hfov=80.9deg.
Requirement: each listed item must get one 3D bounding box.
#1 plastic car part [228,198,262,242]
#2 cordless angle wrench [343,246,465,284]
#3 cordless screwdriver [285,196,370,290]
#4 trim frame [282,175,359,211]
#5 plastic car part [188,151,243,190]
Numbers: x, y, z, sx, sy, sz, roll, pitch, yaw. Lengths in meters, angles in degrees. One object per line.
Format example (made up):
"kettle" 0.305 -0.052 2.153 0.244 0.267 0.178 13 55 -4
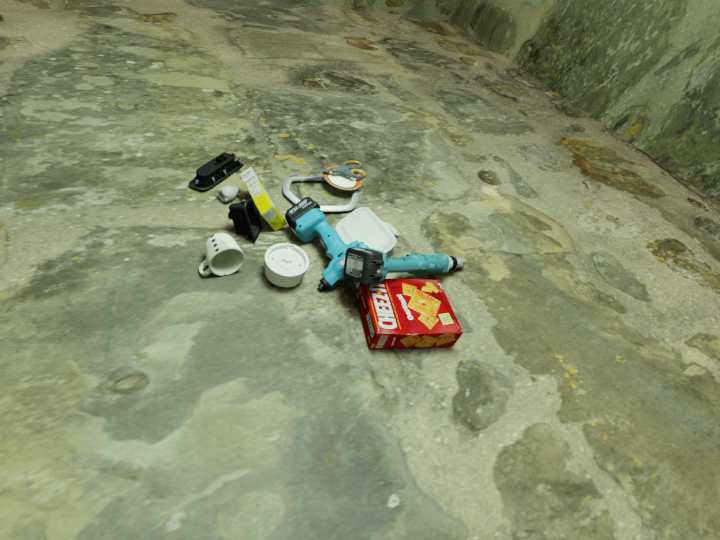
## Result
"plastic car part" -0.308 -0.137 1.102 0.073 0.112 0.067 1 43 13
"cordless angle wrench" 0.142 -0.017 1.087 0.403 0.074 0.103 -2 12 -40
"cordless screwdriver" -0.108 -0.071 1.104 0.158 0.071 0.261 -41 62 -10
"trim frame" -0.121 -0.243 1.316 0.241 0.027 0.193 -5 49 -19
"plastic car part" -0.427 -0.303 1.259 0.067 0.067 0.202 31 48 2
